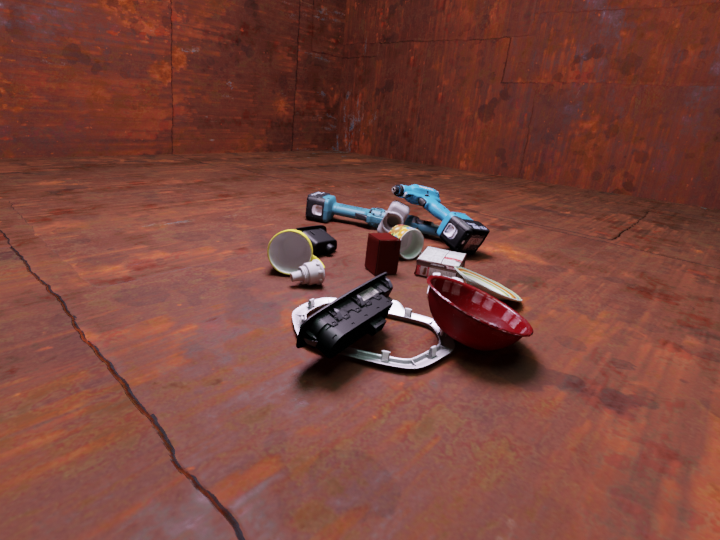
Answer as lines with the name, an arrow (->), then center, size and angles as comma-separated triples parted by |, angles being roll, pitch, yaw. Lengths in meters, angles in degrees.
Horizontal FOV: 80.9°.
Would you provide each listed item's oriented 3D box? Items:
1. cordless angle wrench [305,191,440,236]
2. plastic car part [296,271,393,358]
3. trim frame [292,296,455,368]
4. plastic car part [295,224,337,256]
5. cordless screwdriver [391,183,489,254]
cordless angle wrench -> 0.048, -0.151, 1.215 | 0.438, 0.073, 0.096 | 14, 22, 20
plastic car part -> -0.010, 0.067, 0.580 | 0.070, 0.066, 0.195 | 44, 35, 21
trim frame -> 0.015, 0.083, 0.641 | 0.256, 0.027, 0.182 | 8, 20, 16
plastic car part -> -0.095, -0.062, 0.974 | 0.075, 0.065, 0.112 | 37, 31, 31
cordless screwdriver -> 0.194, -0.144, 1.078 | 0.151, 0.074, 0.262 | 5, 34, -37
